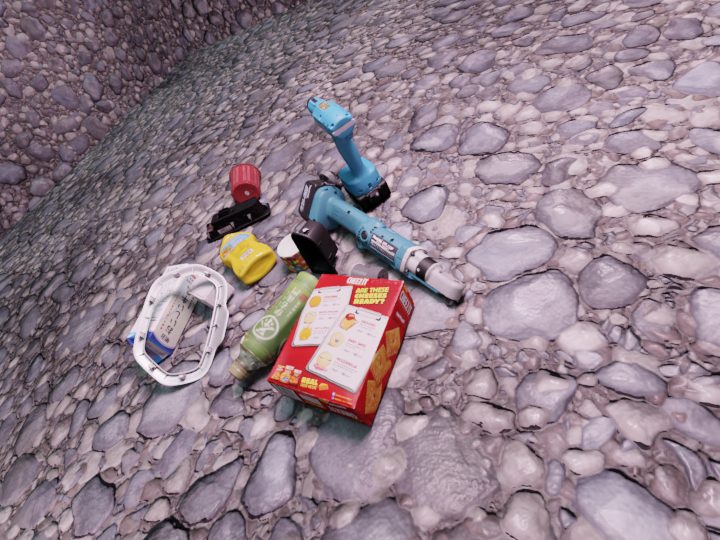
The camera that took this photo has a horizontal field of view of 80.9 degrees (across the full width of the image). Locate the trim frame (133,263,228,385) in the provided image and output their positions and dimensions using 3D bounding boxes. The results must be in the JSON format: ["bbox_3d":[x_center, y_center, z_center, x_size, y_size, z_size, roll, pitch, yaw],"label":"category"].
[{"bbox_3d":[-0.360,0.104,0.859,0.186,0.027,0.253,6,68,4],"label":"trim frame"}]

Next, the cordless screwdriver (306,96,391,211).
[{"bbox_3d":[-0.032,-0.250,0.894,0.074,0.236,0.168,-35,46,-3],"label":"cordless screwdriver"}]

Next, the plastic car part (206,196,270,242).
[{"bbox_3d":[-0.335,-0.146,1.133,0.207,0.064,0.068,-17,36,15],"label":"plastic car part"}]

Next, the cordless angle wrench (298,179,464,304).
[{"bbox_3d":[0.025,-0.066,0.805,0.448,0.071,0.097,37,119,43],"label":"cordless angle wrench"}]

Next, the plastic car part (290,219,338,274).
[{"bbox_3d":[-0.082,-0.054,0.841,0.069,0.111,0.071,2,45,34],"label":"plastic car part"}]
